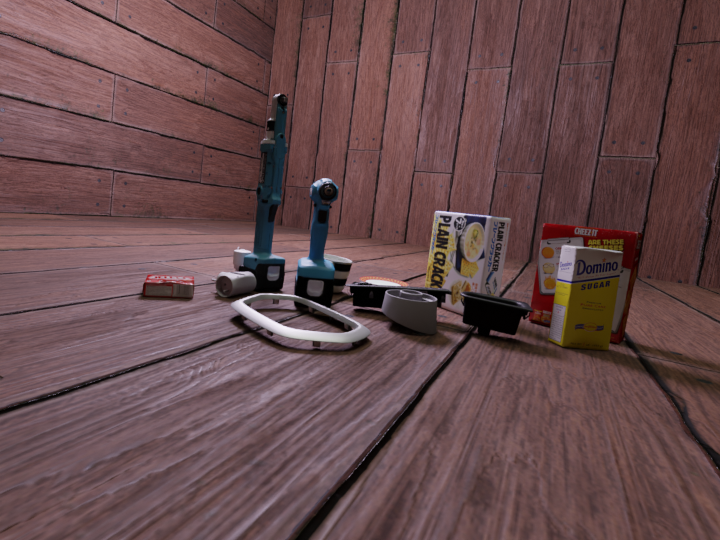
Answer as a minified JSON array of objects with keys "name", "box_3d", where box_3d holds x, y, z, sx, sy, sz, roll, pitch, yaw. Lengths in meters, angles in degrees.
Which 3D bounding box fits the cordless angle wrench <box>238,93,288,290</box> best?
[{"name":"cordless angle wrench","box_3d":[-0.199,-0.169,0.927,0.071,0.421,0.103,2,7,-42]}]

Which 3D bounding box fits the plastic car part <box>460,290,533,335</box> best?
[{"name":"plastic car part","box_3d":[0.233,0.081,0.753,0.119,0.070,0.065,8,7,14]}]

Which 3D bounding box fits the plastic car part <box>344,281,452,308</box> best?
[{"name":"plastic car part","box_3d":[0.069,0.053,0.834,0.205,0.067,0.066,7,7,6]}]

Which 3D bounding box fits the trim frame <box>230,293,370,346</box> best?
[{"name":"trim frame","box_3d":[-0.100,0.076,0.684,0.175,0.027,0.262,-1,11,-43]}]

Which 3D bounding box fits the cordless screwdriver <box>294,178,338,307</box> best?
[{"name":"cordless screwdriver","box_3d":[-0.080,-0.052,0.813,0.073,0.247,0.162,6,6,-10]}]
